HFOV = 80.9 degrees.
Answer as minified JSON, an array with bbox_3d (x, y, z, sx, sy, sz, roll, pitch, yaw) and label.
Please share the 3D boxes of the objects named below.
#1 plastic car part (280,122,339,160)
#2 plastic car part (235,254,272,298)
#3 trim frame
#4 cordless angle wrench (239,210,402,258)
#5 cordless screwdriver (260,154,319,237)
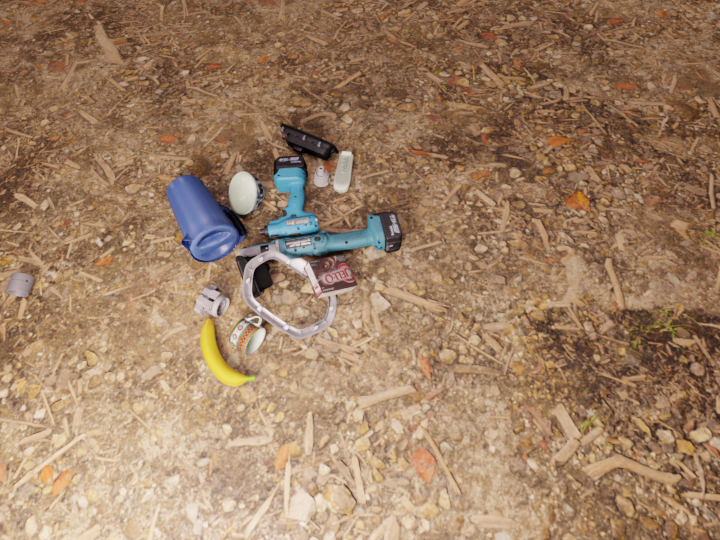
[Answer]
[{"bbox_3d":[-0.166,-0.393,1.309,0.209,0.064,0.067,22,72,15],"label":"plastic car part"},{"bbox_3d":[-0.258,0.007,1.060,0.068,0.067,0.118,-15,81,-37],"label":"plastic car part"},{"bbox_3d":[-0.168,0.052,1.014,0.249,0.027,0.184,34,55,1],"label":"trim frame"},{"bbox_3d":[-0.108,-0.071,1.108,0.423,0.072,0.101,-9,59,1],"label":"cordless angle wrench"},{"bbox_3d":[-0.211,-0.204,1.193,0.159,0.072,0.257,-10,63,-3],"label":"cordless screwdriver"}]
